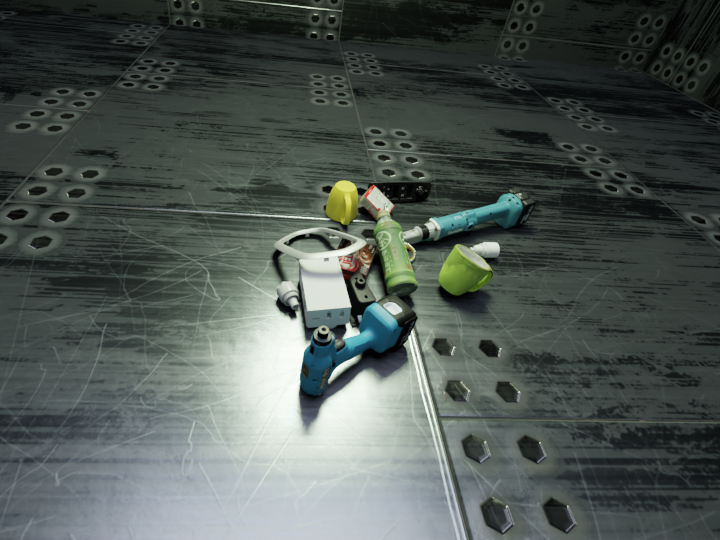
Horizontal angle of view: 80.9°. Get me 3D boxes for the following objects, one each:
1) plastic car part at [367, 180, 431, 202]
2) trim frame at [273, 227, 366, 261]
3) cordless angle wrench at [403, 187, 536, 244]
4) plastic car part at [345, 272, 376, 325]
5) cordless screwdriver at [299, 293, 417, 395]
[{"bbox_3d":[0.112,-0.239,1.271,0.199,0.065,0.069,-3,17,-11],"label":"plastic car part"},{"bbox_3d":[-0.097,-0.064,0.994,0.179,0.027,0.262,-21,23,-29],"label":"trim frame"},{"bbox_3d":[0.285,-0.134,1.155,0.413,0.095,0.078,-16,51,-20],"label":"cordless angle wrench"},{"bbox_3d":[-0.002,0.052,0.914,0.064,0.069,0.122,-7,47,-20],"label":"plastic car part"},{"bbox_3d":[-0.002,0.118,0.775,0.241,0.156,0.078,-25,53,-35],"label":"cordless screwdriver"}]
